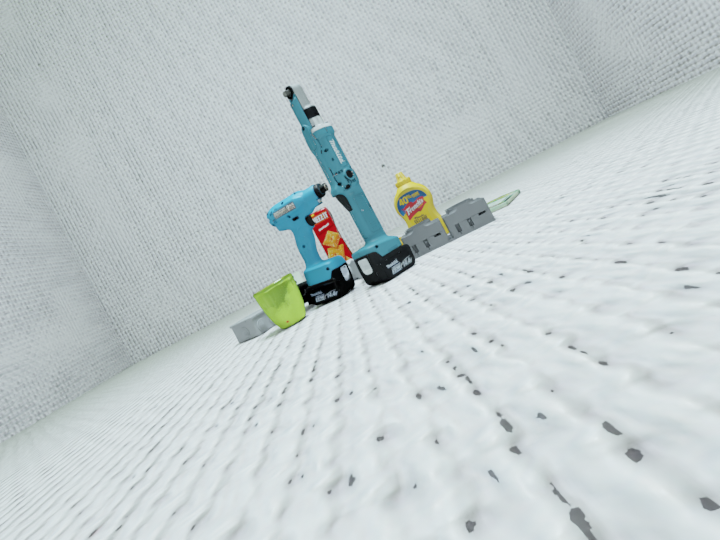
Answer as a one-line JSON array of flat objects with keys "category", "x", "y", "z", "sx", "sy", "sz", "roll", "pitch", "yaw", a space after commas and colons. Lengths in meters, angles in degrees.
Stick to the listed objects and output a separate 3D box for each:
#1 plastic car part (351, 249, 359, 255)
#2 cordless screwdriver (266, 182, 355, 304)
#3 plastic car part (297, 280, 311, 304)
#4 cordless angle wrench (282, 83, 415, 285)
[{"category": "plastic car part", "x": 0.023, "y": -0.023, "z": 0.977, "sx": 0.067, "sy": 0.071, "sz": 0.115, "roll": -27, "pitch": 3, "yaw": 12}, {"category": "cordless screwdriver", "x": -0.091, "y": -0.059, "z": 0.927, "sx": 0.163, "sy": 0.249, "sz": 0.072, "roll": -27, "pitch": 0, "yaw": 29}, {"category": "plastic car part", "x": -0.118, "y": 0.045, "z": 1.063, "sx": 0.068, "sy": 0.067, "sz": 0.199, "roll": -27, "pitch": 4, "yaw": 25}, {"category": "cordless angle wrench", "x": -0.036, "y": -0.177, "z": 0.828, "sx": 0.095, "sy": 0.423, "sz": 0.076, "roll": -27, "pitch": -1, "yaw": -33}]
